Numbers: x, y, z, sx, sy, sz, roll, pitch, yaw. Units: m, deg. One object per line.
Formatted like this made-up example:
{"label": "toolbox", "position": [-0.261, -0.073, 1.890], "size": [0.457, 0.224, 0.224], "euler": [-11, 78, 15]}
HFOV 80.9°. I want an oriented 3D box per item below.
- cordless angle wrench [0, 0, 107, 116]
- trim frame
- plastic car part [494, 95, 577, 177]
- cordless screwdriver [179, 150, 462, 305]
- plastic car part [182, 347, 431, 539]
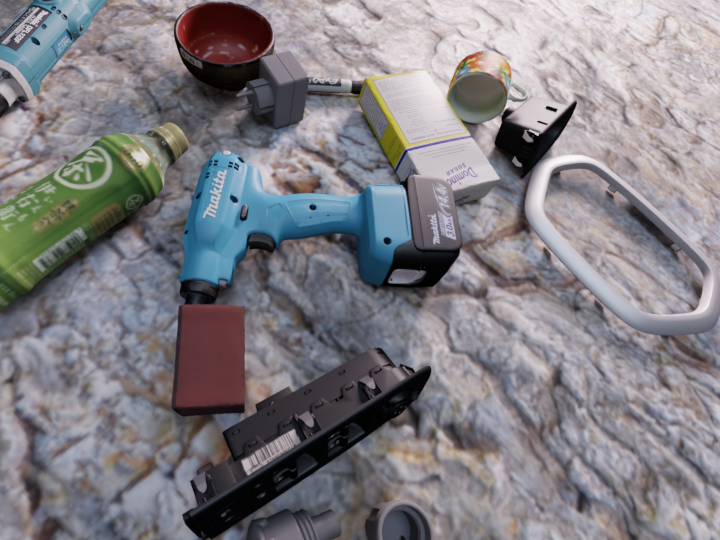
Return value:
{"label": "cordless angle wrench", "position": [-0.353, -0.294, 0.491], "size": [0.098, 0.073, 0.429], "euler": [15, 63, -3]}
{"label": "trim frame", "position": [0.296, -0.037, 0.485], "size": [0.181, 0.027, 0.257], "euler": [-31, 69, -22]}
{"label": "plastic car part", "position": [0.212, -0.182, 0.534], "size": [0.074, 0.064, 0.115], "euler": [31, 57, 21]}
{"label": "cordless screwdriver", "position": [-0.039, -0.025, 0.396], "size": [0.248, 0.073, 0.163], "euler": [6, 62, -3]}
{"label": "plastic car part", "position": [-0.037, 0.119, 0.327], "size": [0.199, 0.064, 0.071], "euler": [-22, 44, -19]}
